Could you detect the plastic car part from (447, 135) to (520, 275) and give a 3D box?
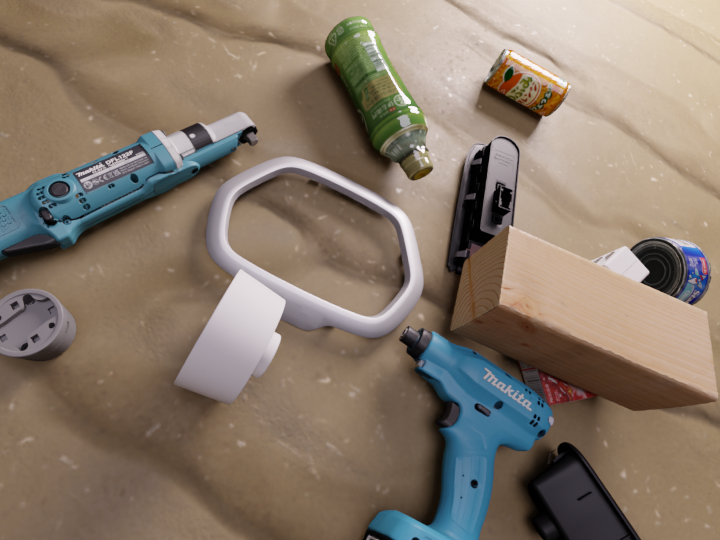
[{"bbox_3d":[0.157,-0.088,0.517,0.066,0.066,0.206,15,62,-2],"label":"plastic car part"}]

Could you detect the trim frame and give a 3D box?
[{"bbox_3d":[-0.045,-0.029,0.461,0.247,0.027,0.185,26,63,-4],"label":"trim frame"}]

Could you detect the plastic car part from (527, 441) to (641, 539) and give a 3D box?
[{"bbox_3d":[0.199,0.231,0.393,0.070,0.065,0.120,-30,75,-9],"label":"plastic car part"}]

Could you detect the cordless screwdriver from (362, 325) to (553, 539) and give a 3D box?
[{"bbox_3d":[0.064,0.180,0.372,0.160,0.074,0.248,33,60,1],"label":"cordless screwdriver"}]

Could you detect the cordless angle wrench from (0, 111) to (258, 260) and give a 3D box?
[{"bbox_3d":[-0.276,-0.060,0.397,0.416,0.074,0.100,-37,82,-27],"label":"cordless angle wrench"}]
